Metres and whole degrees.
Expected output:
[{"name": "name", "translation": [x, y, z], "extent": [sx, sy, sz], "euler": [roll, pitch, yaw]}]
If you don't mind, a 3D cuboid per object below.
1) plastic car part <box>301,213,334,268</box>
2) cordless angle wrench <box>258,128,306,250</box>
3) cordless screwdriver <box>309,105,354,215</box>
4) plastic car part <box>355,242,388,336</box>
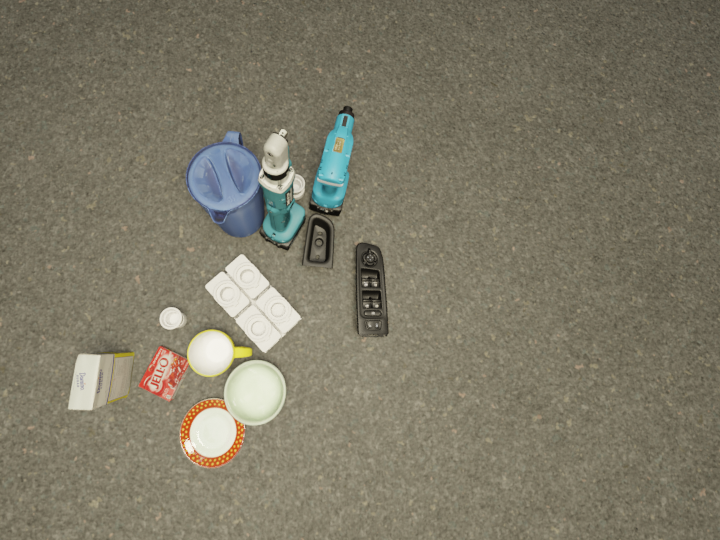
[{"name": "plastic car part", "translation": [-0.091, -0.060, 0.932], "extent": [0.066, 0.070, 0.118], "euler": [6, 77, -5]}, {"name": "cordless angle wrench", "translation": [-0.146, -0.132, 0.767], "extent": [0.074, 0.421, 0.098], "euler": [30, 77, -2]}, {"name": "cordless screwdriver", "translation": [-0.054, -0.216, 0.881], "extent": [0.074, 0.248, 0.160], "euler": [14, 77, -5]}, {"name": "plastic car part", "translation": [0.019, 0.041, 0.915], "extent": [0.066, 0.066, 0.206], "euler": [0, 77, -6]}]
